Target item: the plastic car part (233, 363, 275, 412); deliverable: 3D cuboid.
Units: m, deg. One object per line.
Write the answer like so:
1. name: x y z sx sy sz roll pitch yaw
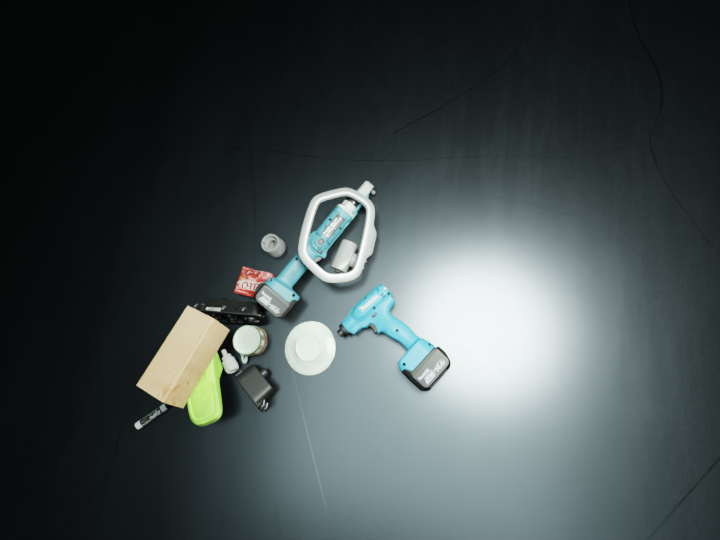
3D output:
1. plastic car part: -0.250 0.272 1.021 0.070 0.064 0.122 -36 64 -16

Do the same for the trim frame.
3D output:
1. trim frame: -0.053 -0.090 1.042 0.184 0.027 0.251 12 73 1

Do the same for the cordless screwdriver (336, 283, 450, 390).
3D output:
1. cordless screwdriver: 0.071 0.166 0.961 0.159 0.071 0.260 -43 64 -2

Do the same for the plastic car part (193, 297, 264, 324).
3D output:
1. plastic car part: -0.336 0.106 1.097 0.209 0.063 0.068 6 49 17

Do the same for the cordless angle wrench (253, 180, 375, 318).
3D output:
1. cordless angle wrench: -0.106 -0.069 1.080 0.097 0.076 0.422 40 80 -8
